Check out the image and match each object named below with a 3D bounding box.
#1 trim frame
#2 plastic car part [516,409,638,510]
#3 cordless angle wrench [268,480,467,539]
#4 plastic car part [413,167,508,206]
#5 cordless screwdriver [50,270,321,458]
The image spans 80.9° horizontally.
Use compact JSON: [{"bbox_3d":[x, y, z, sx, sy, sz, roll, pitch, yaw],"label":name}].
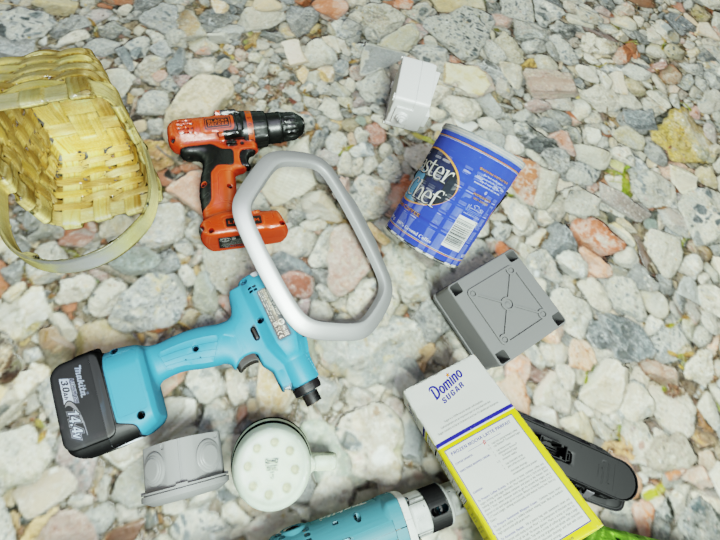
[{"bbox_3d":[-0.050,-0.032,0.507,0.179,0.028,0.250,-29,87,-37],"label":"trim frame"},{"bbox_3d":[0.210,0.199,0.467,0.203,0.066,0.067,24,61,-1],"label":"plastic car part"},{"bbox_3d":[-0.059,0.270,0.393,0.414,0.097,0.076,-13,70,-15],"label":"cordless angle wrench"},{"bbox_3d":[0.143,-0.130,0.590,0.119,0.065,0.070,33,53,8],"label":"plastic car part"},{"bbox_3d":[-0.171,0.115,0.447,0.244,0.074,0.163,-25,75,-20],"label":"cordless screwdriver"}]
